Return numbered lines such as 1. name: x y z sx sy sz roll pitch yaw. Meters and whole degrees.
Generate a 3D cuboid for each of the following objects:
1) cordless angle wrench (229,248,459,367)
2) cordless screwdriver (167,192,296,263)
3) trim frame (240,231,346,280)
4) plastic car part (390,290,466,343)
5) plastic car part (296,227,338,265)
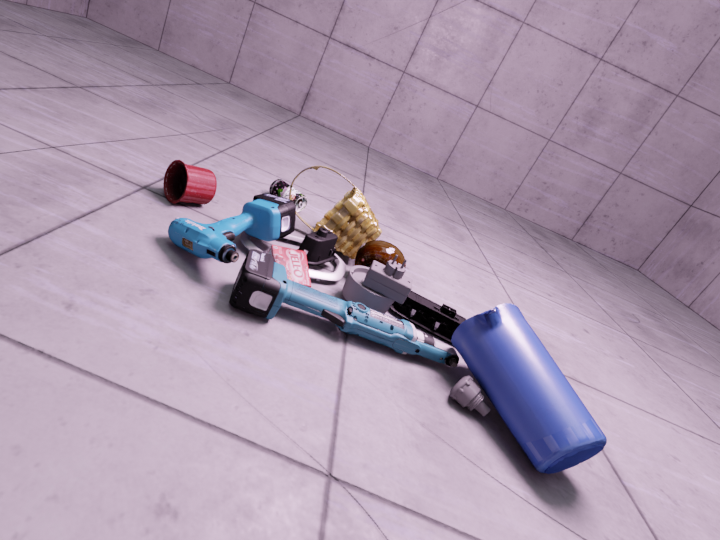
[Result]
1. cordless angle wrench: -0.012 0.084 0.733 0.413 0.074 0.101 22 23 -13
2. cordless screwdriver: -0.215 -0.078 0.801 0.167 0.073 0.241 21 29 29
3. trim frame: -0.141 -0.037 0.914 0.238 0.027 0.193 10 28 -26
4. plastic car part: 0.153 0.097 0.879 0.205 0.066 0.066 24 30 4
5. plastic car part: -0.088 -0.057 0.896 0.068 0.070 0.113 32 21 17
